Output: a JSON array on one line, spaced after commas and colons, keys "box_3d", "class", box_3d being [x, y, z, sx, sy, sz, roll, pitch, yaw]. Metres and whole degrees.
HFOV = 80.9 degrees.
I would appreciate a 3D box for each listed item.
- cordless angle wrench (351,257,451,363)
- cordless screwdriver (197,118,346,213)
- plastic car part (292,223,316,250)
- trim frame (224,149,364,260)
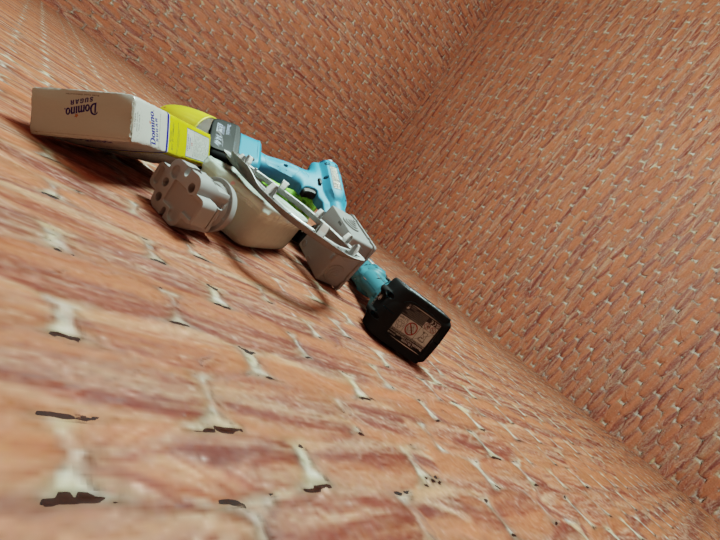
[{"box_3d": [0.020, 0.018, 0.720, 0.095, 0.074, 0.435, 36, 4, -17], "class": "cordless angle wrench"}, {"box_3d": [-0.133, -0.142, 0.681, 0.238, 0.074, 0.166, 12, 45, -27], "class": "cordless screwdriver"}, {"box_3d": [-0.074, -0.048, 0.758, 0.110, 0.066, 0.075, 29, -5, -35], "class": "plastic car part"}, {"box_3d": [-0.084, -0.085, 0.523, 0.174, 0.027, 0.263, 30, 12, -44], "class": "trim frame"}]
